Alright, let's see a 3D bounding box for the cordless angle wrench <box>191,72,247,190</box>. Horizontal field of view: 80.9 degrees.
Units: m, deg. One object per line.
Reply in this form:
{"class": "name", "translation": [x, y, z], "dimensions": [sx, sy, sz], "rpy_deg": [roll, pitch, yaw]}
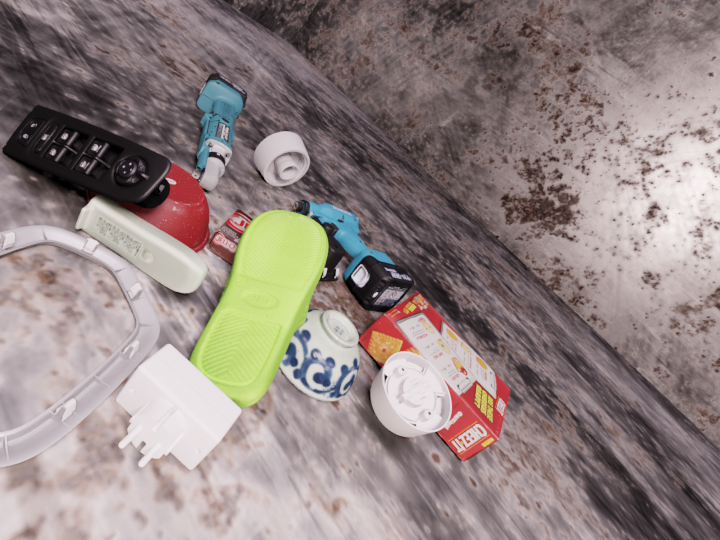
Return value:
{"class": "cordless angle wrench", "translation": [-0.274, -0.268, 0.811], "dimensions": [0.093, 0.075, 0.441], "rpy_deg": [26, 29, -31]}

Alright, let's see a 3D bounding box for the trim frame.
{"class": "trim frame", "translation": [-0.263, 0.035, 0.325], "dimensions": [0.183, 0.028, 0.249], "rpy_deg": [37, 25, -6]}

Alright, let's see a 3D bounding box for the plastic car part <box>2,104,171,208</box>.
{"class": "plastic car part", "translation": [-0.282, -0.111, 0.451], "dimensions": [0.211, 0.066, 0.064], "rpy_deg": [20, -23, 21]}

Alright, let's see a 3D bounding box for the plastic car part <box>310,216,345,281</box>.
{"class": "plastic car part", "translation": [-0.070, -0.046, 0.713], "dimensions": [0.063, 0.071, 0.121], "rpy_deg": [6, 44, -56]}

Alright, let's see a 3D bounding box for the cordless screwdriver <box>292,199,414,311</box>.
{"class": "cordless screwdriver", "translation": [-0.023, -0.041, 0.778], "dimensions": [0.150, 0.074, 0.262], "rpy_deg": [16, 29, -44]}
